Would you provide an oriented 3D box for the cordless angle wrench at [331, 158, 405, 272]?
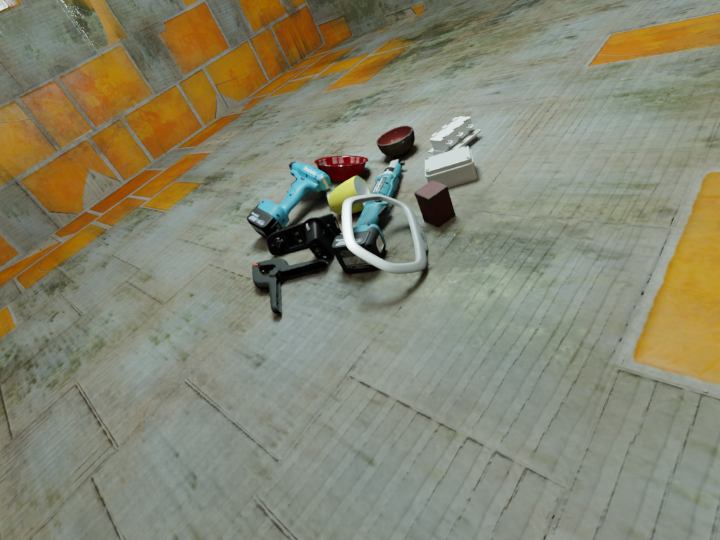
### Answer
[{"bbox_3d":[0.043,-0.162,1.028,0.102,0.071,0.426,-8,37,27],"label":"cordless angle wrench"}]

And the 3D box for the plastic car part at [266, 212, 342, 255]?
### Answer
[{"bbox_3d":[-0.147,-0.095,1.081,0.207,0.064,0.068,-17,25,17],"label":"plastic car part"}]

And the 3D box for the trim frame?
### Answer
[{"bbox_3d":[0.050,-0.081,0.863,0.181,0.027,0.257,7,41,-10],"label":"trim frame"}]

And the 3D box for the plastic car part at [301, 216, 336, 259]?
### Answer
[{"bbox_3d":[-0.095,-0.062,0.971,0.067,0.110,0.073,-17,59,16],"label":"plastic car part"}]

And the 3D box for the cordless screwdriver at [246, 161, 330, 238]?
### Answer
[{"bbox_3d":[-0.218,-0.209,1.207,0.168,0.070,0.248,34,76,36],"label":"cordless screwdriver"}]
